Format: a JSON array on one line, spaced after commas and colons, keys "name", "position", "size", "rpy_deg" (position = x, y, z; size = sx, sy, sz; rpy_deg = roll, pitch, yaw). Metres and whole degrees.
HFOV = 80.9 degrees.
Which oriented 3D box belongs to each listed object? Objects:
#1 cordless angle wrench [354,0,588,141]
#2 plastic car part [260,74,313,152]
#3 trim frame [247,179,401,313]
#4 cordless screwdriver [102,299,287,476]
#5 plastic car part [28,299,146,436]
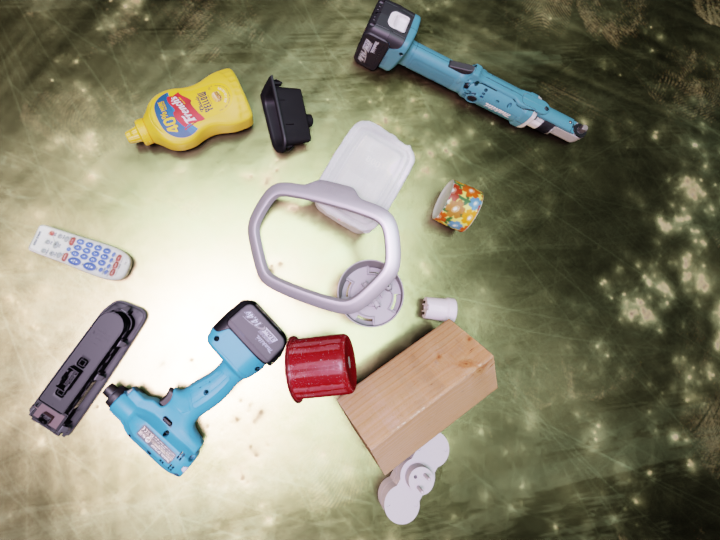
[{"name": "cordless angle wrench", "position": [0.198, -0.319, 0.725], "size": [0.417, 0.099, 0.074], "rpy_deg": [23, 80, -7]}, {"name": "plastic car part", "position": [-0.114, -0.250, 0.690], "size": [0.069, 0.067, 0.117], "rpy_deg": [-15, 87, -25]}, {"name": "trim frame", "position": [-0.061, -0.040, 0.623], "size": [0.259, 0.026, 0.183], "rpy_deg": [17, 98, 22]}, {"name": "cordless screwdriver", "position": [-0.231, 0.143, 0.602], "size": [0.159, 0.074, 0.248], "rpy_deg": [41, 82, 0]}, {"name": "plastic car part", "position": [-0.387, 0.130, 0.593], "size": [0.067, 0.066, 0.203], "rpy_deg": [31, 76, 3]}]
